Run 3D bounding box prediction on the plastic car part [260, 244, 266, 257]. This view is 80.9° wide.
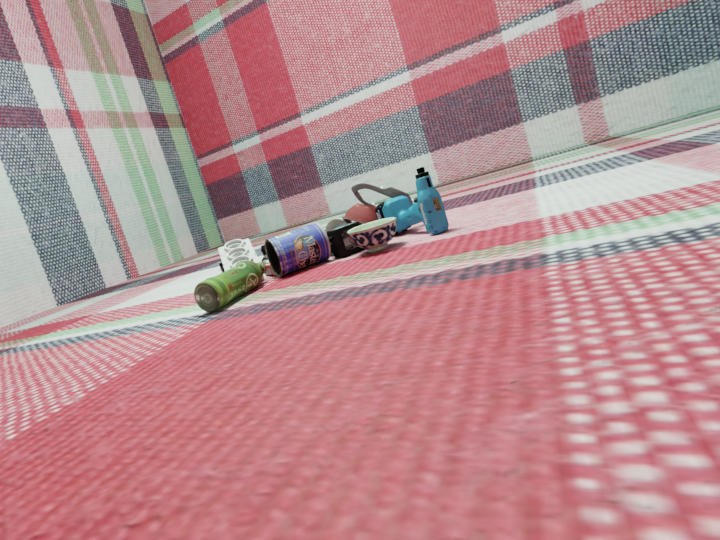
[{"bbox_3d":[-0.260,-0.075,1.465,0.197,0.068,0.068,-28,-12,-39],"label":"plastic car part"}]

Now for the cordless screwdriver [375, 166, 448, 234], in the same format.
[{"bbox_3d":[0.122,-0.169,1.084,0.073,0.158,0.257,-20,8,-21],"label":"cordless screwdriver"}]

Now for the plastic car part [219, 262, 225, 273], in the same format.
[{"bbox_3d":[-0.342,0.007,1.199,0.117,0.064,0.073,-13,24,3],"label":"plastic car part"}]

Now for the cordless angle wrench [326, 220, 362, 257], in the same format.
[{"bbox_3d":[-0.123,-0.080,1.257,0.095,0.073,0.438,-22,10,-26],"label":"cordless angle wrench"}]

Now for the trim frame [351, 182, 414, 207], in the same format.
[{"bbox_3d":[0.089,-0.203,1.261,0.248,0.027,0.184,24,-11,-3],"label":"trim frame"}]
